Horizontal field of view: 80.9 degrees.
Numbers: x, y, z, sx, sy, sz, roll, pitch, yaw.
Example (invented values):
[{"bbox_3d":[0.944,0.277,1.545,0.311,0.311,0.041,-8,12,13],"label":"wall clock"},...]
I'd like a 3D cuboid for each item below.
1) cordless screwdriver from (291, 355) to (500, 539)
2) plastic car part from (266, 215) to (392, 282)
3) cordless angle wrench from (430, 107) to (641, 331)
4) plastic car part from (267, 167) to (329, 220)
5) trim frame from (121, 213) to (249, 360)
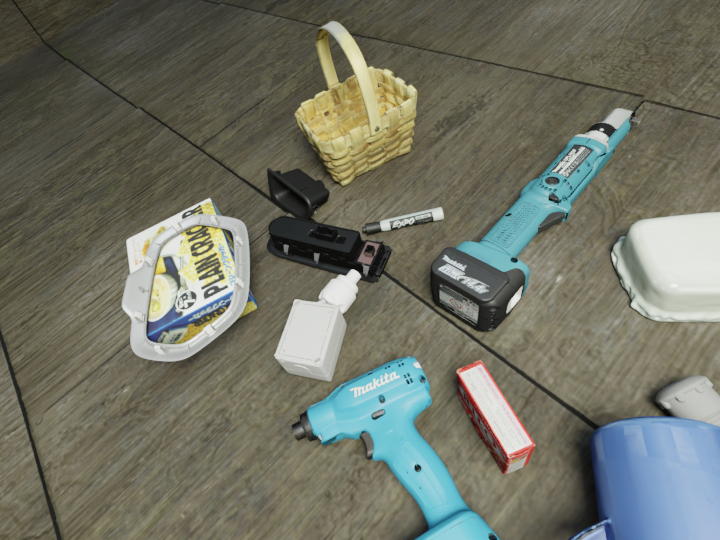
[{"bbox_3d":[0.035,0.215,0.402,0.159,0.071,0.261,-26,47,-2],"label":"cordless screwdriver"},{"bbox_3d":[-0.062,-0.041,0.634,0.212,0.063,0.067,12,65,28],"label":"plastic car part"},{"bbox_3d":[0.255,-0.099,0.570,0.103,0.071,0.419,33,67,33],"label":"cordless angle wrench"},{"bbox_3d":[-0.098,-0.135,0.720,0.069,0.064,0.123,-35,54,-29],"label":"plastic car part"},{"bbox_3d":[-0.242,0.009,0.590,0.186,0.026,0.258,-16,53,7],"label":"trim frame"}]
